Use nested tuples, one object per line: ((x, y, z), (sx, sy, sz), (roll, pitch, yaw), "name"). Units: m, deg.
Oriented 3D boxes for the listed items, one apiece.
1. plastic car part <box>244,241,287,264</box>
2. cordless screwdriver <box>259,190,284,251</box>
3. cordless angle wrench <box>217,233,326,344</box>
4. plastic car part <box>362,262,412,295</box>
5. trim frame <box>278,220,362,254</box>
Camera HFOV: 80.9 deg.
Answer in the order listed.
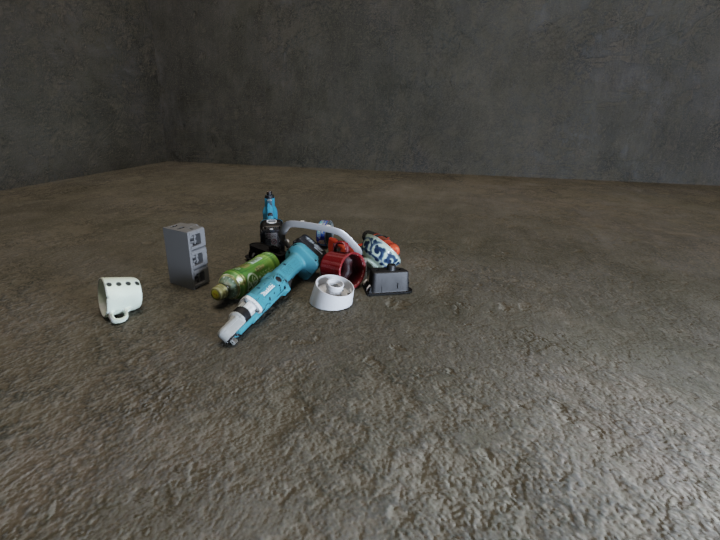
((-0.258, -0.039, 1.204), (0.214, 0.065, 0.064), (15, 31, 39), "plastic car part")
((-0.291, -0.159, 1.376), (0.073, 0.156, 0.258), (-3, 22, -12), "cordless screwdriver")
((-0.199, 0.036, 0.972), (0.098, 0.075, 0.420), (40, 31, -3), "cordless angle wrench")
((0.067, 0.018, 1.035), (0.115, 0.069, 0.068), (-5, 22, -6), "plastic car part")
((-0.114, -0.075, 1.171), (0.256, 0.176, 0.028), (10, 56, 17), "trim frame")
